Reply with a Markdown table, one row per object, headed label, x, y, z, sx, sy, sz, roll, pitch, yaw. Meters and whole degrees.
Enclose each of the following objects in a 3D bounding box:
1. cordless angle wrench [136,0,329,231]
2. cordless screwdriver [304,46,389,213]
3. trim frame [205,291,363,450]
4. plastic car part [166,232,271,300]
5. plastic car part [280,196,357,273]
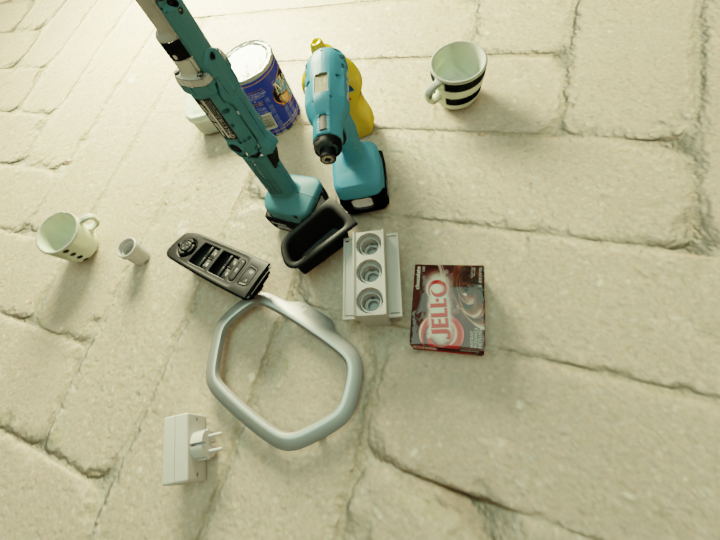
| label | x | y | z | sx | sy | sz | roll | pitch | yaw |
| --- | --- | --- | --- | --- | --- | --- | --- | --- | --- |
| cordless angle wrench | -0.144 | -0.174 | 0.536 | 0.102 | 0.404 | 0.075 | 16 | 71 | 21 |
| cordless screwdriver | -0.016 | -0.155 | 0.579 | 0.076 | 0.237 | 0.163 | -8 | 64 | 12 |
| trim frame | -0.113 | 0.131 | 0.596 | 0.261 | 0.026 | 0.184 | 26 | 76 | 28 |
| plastic car part | -0.226 | -0.008 | 0.680 | 0.213 | 0.064 | 0.066 | 22 | 74 | 26 |
| plastic car part | -0.062 | -0.041 | 0.638 | 0.116 | 0.068 | 0.069 | -41 | 61 | -4 |
